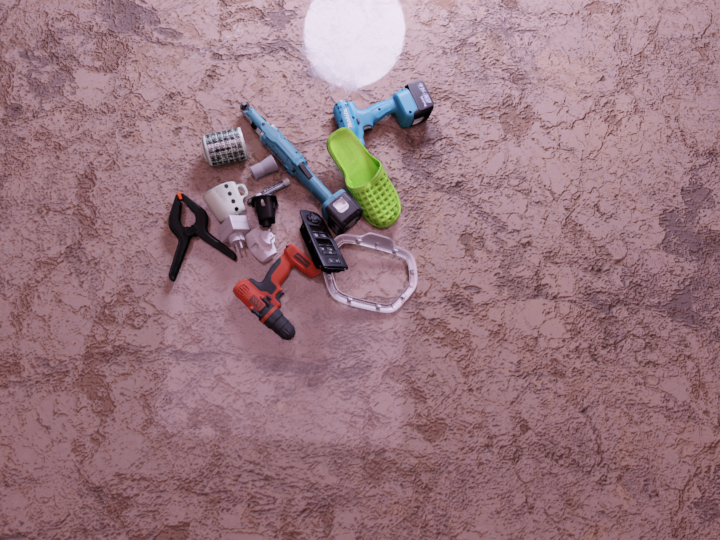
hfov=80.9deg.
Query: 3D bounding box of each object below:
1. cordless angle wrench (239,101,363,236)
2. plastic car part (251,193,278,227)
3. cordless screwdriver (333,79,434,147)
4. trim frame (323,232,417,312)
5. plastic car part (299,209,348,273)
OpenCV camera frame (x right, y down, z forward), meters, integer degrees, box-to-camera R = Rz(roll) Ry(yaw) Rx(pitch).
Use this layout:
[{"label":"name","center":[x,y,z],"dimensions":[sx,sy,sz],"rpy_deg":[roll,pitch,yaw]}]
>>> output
[{"label":"cordless angle wrench","center":[-0.164,-0.269,1.060],"dimensions":[0.074,0.097,0.431],"rpy_deg":[-40,80,-12]},{"label":"plastic car part","center":[-0.226,-0.137,1.010],"dimensions":[0.065,0.118,0.071],"rpy_deg":[-7,90,-9]},{"label":"cordless screwdriver","center":[0.066,-0.391,1.105],"dimensions":[0.248,0.074,0.161],"rpy_deg":[-17,82,-4]},{"label":"trim frame","center":[0.025,0.003,1.030],"dimensions":[0.245,0.028,0.185],"rpy_deg":[15,81,-8]},{"label":"plastic car part","center":[-0.098,-0.064,0.998],"dimensions":[0.064,0.066,0.212],"rpy_deg":[-2,49,-28]}]
